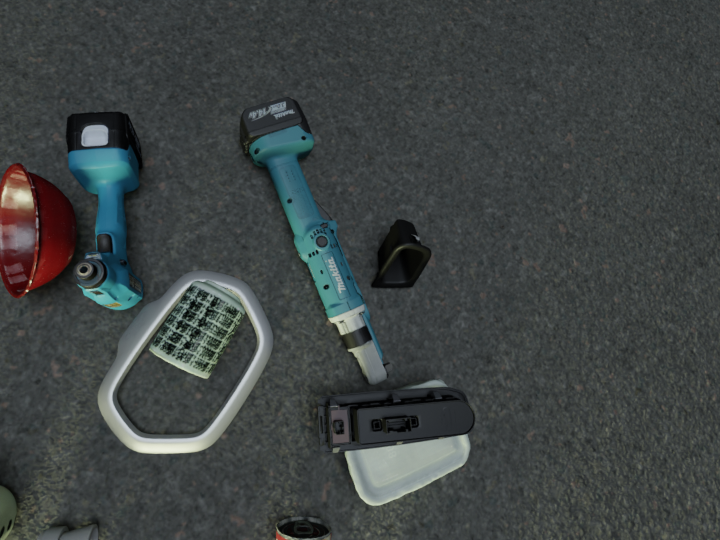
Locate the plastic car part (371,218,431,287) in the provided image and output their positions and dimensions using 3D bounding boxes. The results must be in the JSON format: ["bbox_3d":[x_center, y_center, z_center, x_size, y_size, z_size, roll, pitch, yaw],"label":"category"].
[{"bbox_3d":[0.057,-0.030,0.611,0.065,0.115,0.073,0,55,-14],"label":"plastic car part"}]

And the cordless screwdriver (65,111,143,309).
[{"bbox_3d":[-0.318,-0.081,0.523,0.073,0.160,0.253,-7,77,-16],"label":"cordless screwdriver"}]

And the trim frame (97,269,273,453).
[{"bbox_3d":[-0.227,0.117,0.561,0.183,0.028,0.248,32,75,-3],"label":"trim frame"}]

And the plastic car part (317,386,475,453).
[{"bbox_3d":[0.052,0.180,0.516,0.198,0.067,0.068,-1,72,-14],"label":"plastic car part"}]

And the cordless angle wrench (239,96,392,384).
[{"bbox_3d":[-0.060,-0.039,0.609,0.096,0.075,0.427,-21,84,-16],"label":"cordless angle wrench"}]
